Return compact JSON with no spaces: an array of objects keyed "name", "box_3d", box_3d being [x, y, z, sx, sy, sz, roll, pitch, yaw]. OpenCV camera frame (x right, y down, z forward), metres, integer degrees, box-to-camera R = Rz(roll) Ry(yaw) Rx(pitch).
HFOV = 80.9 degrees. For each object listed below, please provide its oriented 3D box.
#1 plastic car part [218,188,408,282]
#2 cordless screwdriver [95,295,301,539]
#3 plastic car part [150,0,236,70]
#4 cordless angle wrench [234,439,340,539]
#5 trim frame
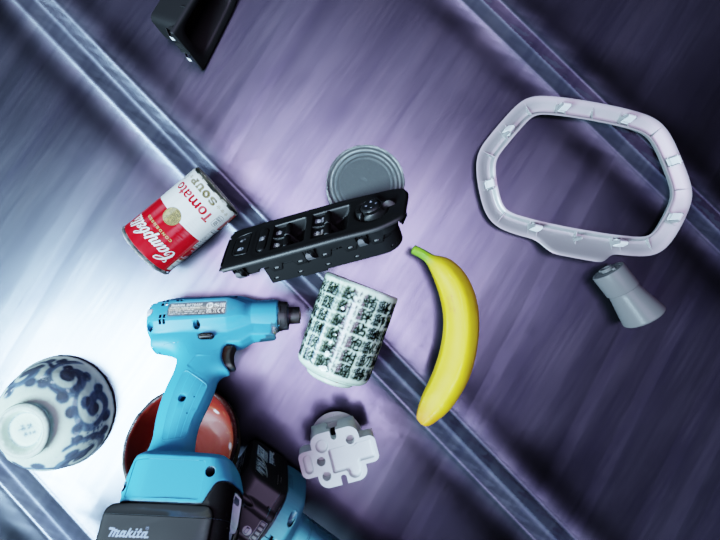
[{"name":"plastic car part","box_3d":[-0.043,-0.028,0.439,0.207,0.068,0.064,-17,121,17]},{"name":"cordless screwdriver","box_3d":[-0.133,0.131,0.389,0.159,0.072,0.258,-5,51,-2]},{"name":"plastic car part","box_3d":[-0.193,-0.302,0.479,0.073,0.064,0.117,21,84,12]},{"name":"cordless angle wrench","box_3d":[0.038,0.335,0.424,0.422,0.098,0.074,37,84,-2]},{"name":"trim frame","box_3d":[0.256,-0.104,0.481,0.248,0.027,0.184,11,88,-1]}]
